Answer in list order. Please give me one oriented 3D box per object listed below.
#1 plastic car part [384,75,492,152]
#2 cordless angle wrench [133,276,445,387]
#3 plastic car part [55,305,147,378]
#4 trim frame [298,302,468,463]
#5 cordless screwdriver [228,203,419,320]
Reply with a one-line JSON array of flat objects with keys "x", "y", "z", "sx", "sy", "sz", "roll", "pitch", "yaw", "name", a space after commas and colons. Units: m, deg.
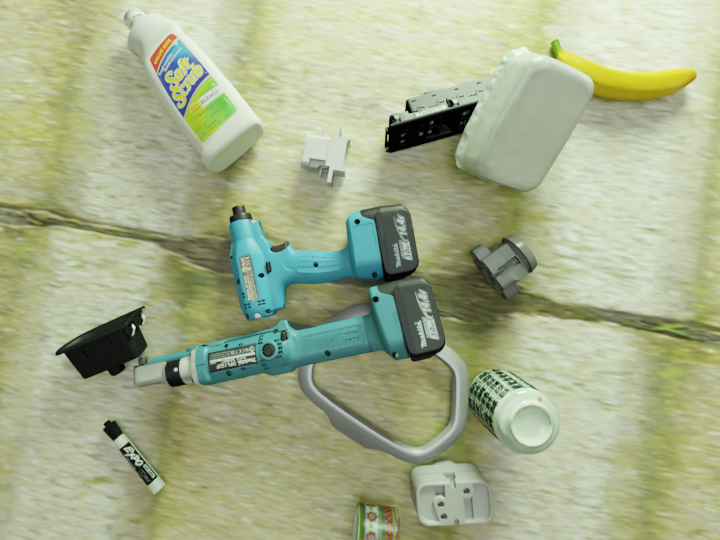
[{"x": 0.128, "y": -0.221, "z": 0.582, "sx": 0.204, "sy": 0.064, "sz": 0.069, "roll": -12, "pitch": 64, "yaw": 2, "name": "plastic car part"}, {"x": -0.110, "y": 0.103, "z": 0.555, "sx": 0.429, "sy": 0.072, "sz": 0.100, "roll": -14, "pitch": 74, "yaw": 10, "name": "cordless angle wrench"}, {"x": -0.347, "y": 0.109, "z": 0.587, "sx": 0.117, "sy": 0.067, "sz": 0.069, "roll": -27, "pitch": 104, "yaw": 3, "name": "plastic car part"}, {"x": 0.033, "y": 0.155, "z": 0.584, "sx": 0.249, "sy": 0.027, "sz": 0.184, "roll": 32, "pitch": 88, "yaw": 1, "name": "trim frame"}, {"x": -0.056, "y": -0.037, "z": 0.573, "sx": 0.250, "sy": 0.073, "sz": 0.161, "roll": -14, "pitch": 83, "yaw": 5, "name": "cordless screwdriver"}]
